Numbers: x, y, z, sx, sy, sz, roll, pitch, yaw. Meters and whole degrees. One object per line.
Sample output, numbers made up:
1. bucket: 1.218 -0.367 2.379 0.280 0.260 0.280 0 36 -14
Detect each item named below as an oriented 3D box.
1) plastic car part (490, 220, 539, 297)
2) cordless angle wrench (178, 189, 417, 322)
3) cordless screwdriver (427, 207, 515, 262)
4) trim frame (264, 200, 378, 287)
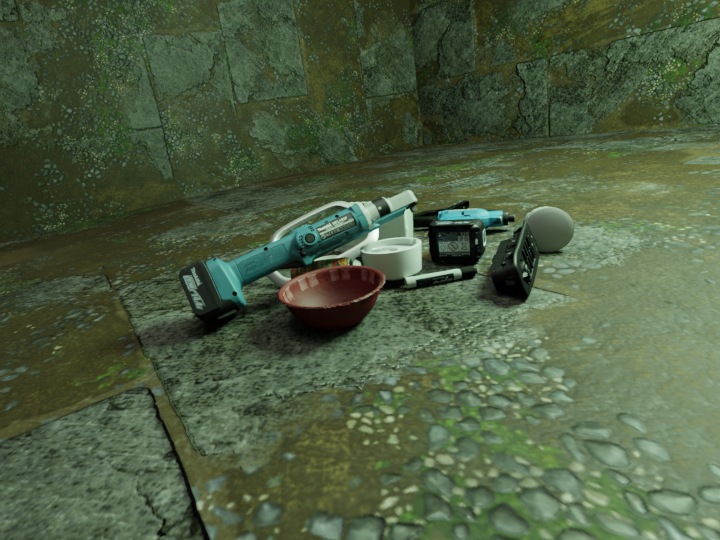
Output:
1. plastic car part: 0.245 -0.018 0.674 0.069 0.065 0.200 -12 16 26
2. cordless angle wrench: -0.088 -0.045 0.718 0.418 0.100 0.074 -26 -9 -11
3. cordless screwdriver: 0.227 -0.083 0.853 0.165 0.073 0.245 -2 16 20
4. trim frame: -0.082 -0.054 0.843 0.247 0.026 0.194 -27 48 -4
